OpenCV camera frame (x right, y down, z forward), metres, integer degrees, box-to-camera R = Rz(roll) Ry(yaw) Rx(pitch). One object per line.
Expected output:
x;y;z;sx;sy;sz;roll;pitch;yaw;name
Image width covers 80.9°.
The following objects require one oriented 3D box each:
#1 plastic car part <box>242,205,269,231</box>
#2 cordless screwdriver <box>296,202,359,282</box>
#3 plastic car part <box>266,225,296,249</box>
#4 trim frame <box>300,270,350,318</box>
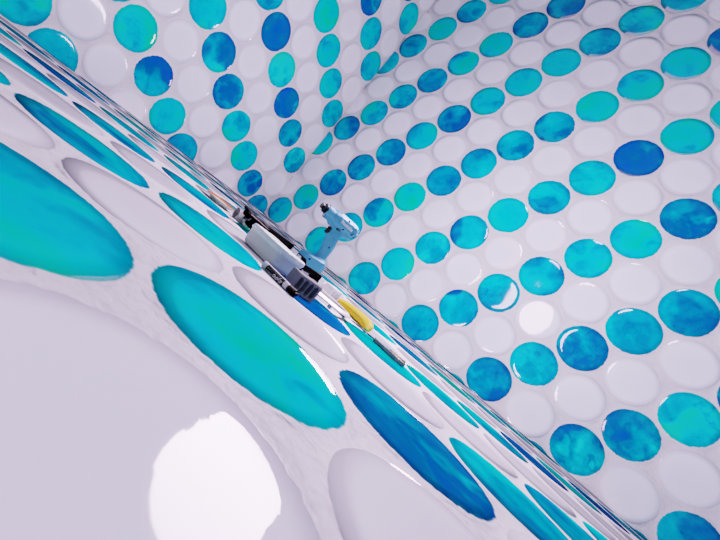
-0.346;-0.142;1.487;0.070;0.067;0.191;39;0;45;plastic car part
-0.132;-0.087;1.355;0.152;0.249;0.078;39;0;-29;cordless screwdriver
-0.281;-0.092;1.429;0.114;0.071;0.067;39;0;-11;plastic car part
-0.123;0.062;1.221;0.245;0.027;0.187;39;0;-9;trim frame
